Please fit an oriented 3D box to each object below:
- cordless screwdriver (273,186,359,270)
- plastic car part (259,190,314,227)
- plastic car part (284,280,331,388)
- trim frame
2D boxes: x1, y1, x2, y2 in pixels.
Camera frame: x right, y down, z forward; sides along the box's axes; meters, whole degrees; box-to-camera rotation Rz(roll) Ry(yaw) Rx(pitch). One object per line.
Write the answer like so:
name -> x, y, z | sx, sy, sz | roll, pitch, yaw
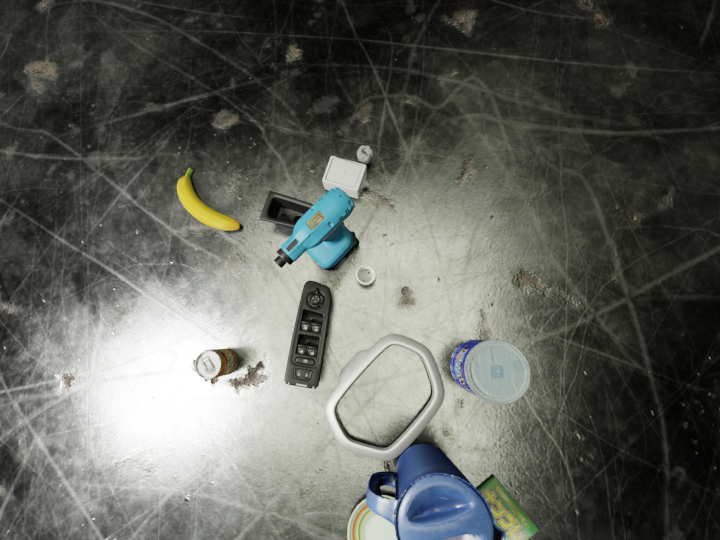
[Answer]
cordless screwdriver -> -0.076, -0.050, 0.782 | 0.076, 0.244, 0.159 | 44, 85, 8
plastic car part -> -0.143, -0.115, 0.894 | 0.119, 0.069, 0.066 | 17, 81, 9
plastic car part -> -0.097, 0.123, 0.838 | 0.067, 0.066, 0.205 | 7, 79, 6
trim frame -> 0.046, 0.241, 0.814 | 0.189, 0.027, 0.248 | 41, 85, 13
